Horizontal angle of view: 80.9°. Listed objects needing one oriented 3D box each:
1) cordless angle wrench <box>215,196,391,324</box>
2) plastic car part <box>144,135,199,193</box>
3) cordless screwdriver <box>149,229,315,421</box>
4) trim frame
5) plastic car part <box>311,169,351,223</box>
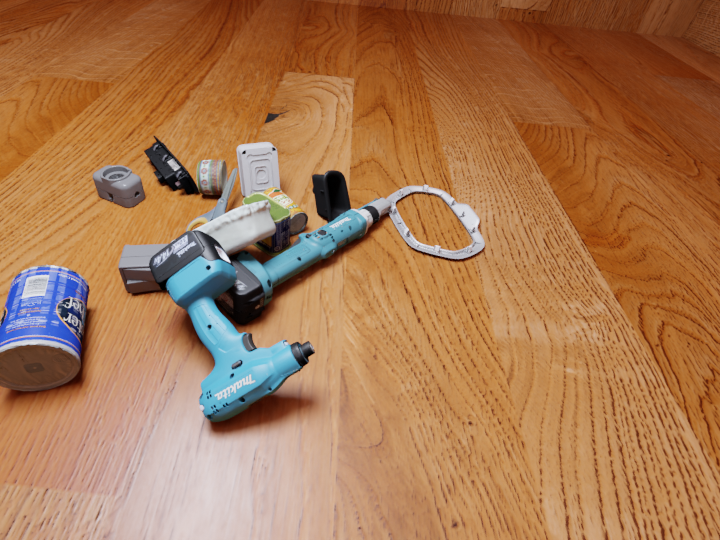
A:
[{"bbox_3d":[-0.077,-0.050,0.785,0.103,0.072,0.413,35,49,26],"label":"cordless angle wrench"},{"bbox_3d":[-0.433,-0.233,0.951,0.067,0.063,0.214,-38,56,-7],"label":"plastic car part"},{"bbox_3d":[-0.179,0.056,0.581,0.159,0.072,0.257,-32,70,3],"label":"cordless screwdriver"},{"bbox_3d":[0.157,-0.112,0.902,0.180,0.027,0.260,-7,43,-14],"label":"trim frame"},{"bbox_3d":[-0.069,-0.155,0.874,0.075,0.113,0.064,16,37,44],"label":"plastic car part"}]
